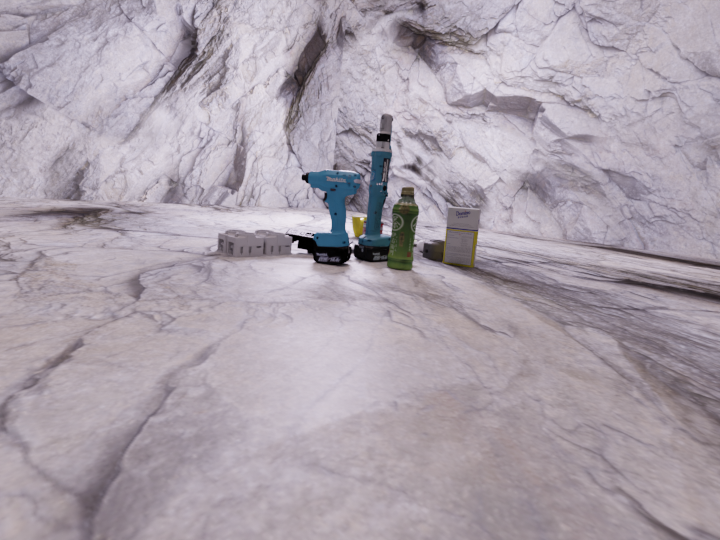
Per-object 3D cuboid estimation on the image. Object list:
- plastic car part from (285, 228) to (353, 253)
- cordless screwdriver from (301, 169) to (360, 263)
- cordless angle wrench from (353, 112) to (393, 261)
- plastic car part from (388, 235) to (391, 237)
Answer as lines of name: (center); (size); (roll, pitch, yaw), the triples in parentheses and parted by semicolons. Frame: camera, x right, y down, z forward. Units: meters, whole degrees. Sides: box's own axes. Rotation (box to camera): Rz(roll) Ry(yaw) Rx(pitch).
plastic car part: (-0.124, -0.081, 1.268); (0.205, 0.066, 0.066); (6, 9, 6)
cordless screwdriver: (-0.090, -0.145, 1.135); (0.164, 0.247, 0.072); (8, 8, 18)
cordless angle wrench: (0.053, -0.238, 1.226); (0.093, 0.420, 0.078); (-1, 10, -41)
plastic car part: (0.099, -0.071, 1.306); (0.063, 0.070, 0.123); (-3, 12, -42)
